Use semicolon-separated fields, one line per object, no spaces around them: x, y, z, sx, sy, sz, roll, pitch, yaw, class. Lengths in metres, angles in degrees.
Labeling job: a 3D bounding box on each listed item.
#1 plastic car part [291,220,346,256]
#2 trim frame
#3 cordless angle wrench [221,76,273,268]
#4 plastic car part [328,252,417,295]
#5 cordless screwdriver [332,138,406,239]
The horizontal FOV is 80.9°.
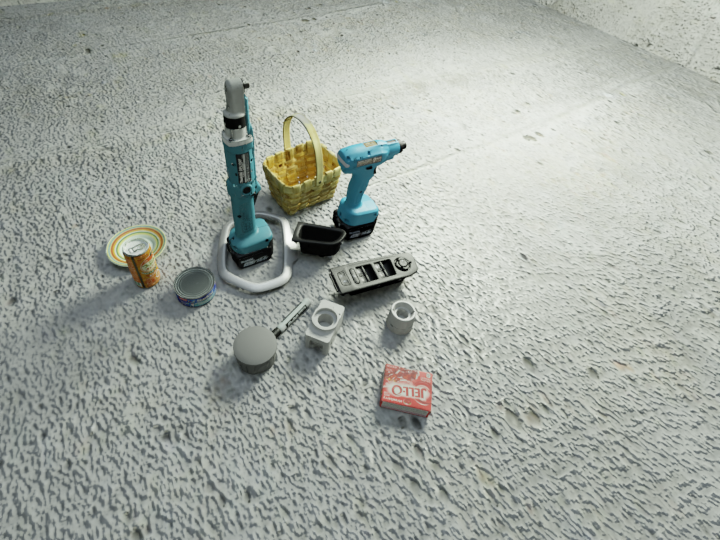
-0.095;-0.062;0.973;0.118;0.069;0.067;11;48;5;plastic car part
-0.238;-0.050;0.982;0.182;0.027;0.258;-4;49;-7;trim frame
-0.232;-0.173;0.834;0.095;0.412;0.078;-19;55;-24;cordless angle wrench
0.031;0.014;0.915;0.199;0.065;0.070;-16;52;-17;plastic car part
0.017;-0.190;0.978;0.155;0.242;0.078;-18;54;-21;cordless screwdriver
